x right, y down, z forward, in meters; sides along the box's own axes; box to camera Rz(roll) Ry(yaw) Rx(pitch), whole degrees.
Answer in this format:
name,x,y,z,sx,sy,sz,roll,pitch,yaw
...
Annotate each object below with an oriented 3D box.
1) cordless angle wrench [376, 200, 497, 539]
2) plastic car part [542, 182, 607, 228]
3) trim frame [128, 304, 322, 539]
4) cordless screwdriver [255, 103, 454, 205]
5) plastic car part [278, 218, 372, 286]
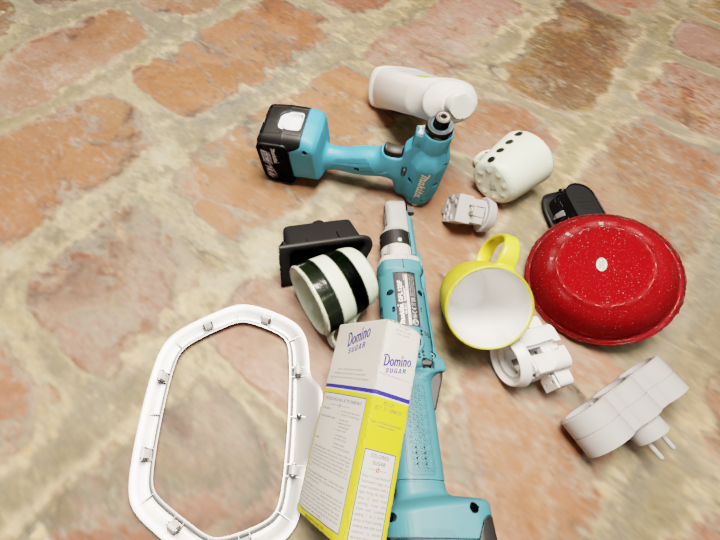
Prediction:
name,x,y,z,sx,sy,sz,roll,pitch,yaw
cordless angle wrench,0.053,0.088,0.456,0.097,0.072,0.436,0,56,-5
plastic car part,0.302,-0.037,0.554,0.066,0.065,0.210,-9,56,-3
trim frame,-0.131,0.148,0.430,0.183,0.027,0.256,2,56,-4
cordless screwdriver,-0.010,-0.165,0.556,0.252,0.155,0.075,13,67,5
plastic car part,-0.052,-0.034,0.534,0.114,0.064,0.074,-13,47,-16
